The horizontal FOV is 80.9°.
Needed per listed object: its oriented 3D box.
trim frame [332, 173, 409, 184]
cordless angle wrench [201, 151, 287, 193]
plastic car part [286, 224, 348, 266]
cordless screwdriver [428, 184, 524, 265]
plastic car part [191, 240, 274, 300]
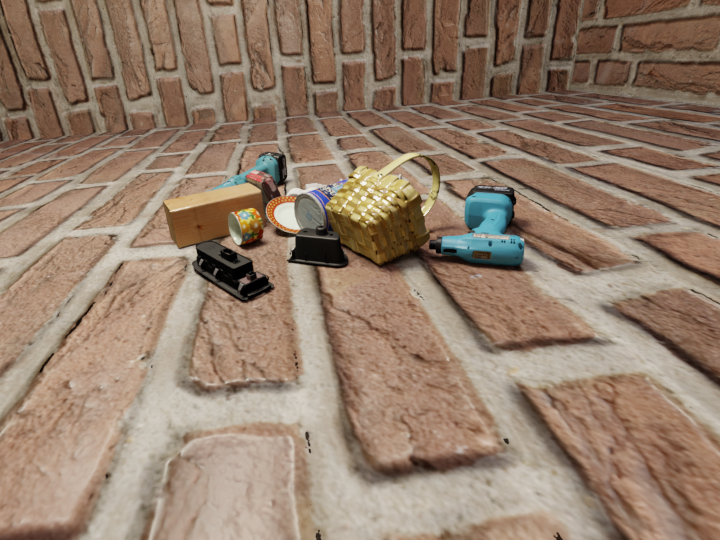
[{"bbox_3d":[0.022,-0.248,1.213,0.241,0.027,0.195,-22,33,-33],"label":"trim frame"},{"bbox_3d":[-0.346,-0.228,1.170,0.077,0.095,0.419,12,35,21],"label":"cordless angle wrench"},{"bbox_3d":[-0.079,-0.052,0.808,0.121,0.069,0.065,5,29,24],"label":"plastic car part"},{"bbox_3d":[0.230,-0.092,0.837,0.164,0.072,0.249,4,32,17],"label":"cordless screwdriver"},{"bbox_3d":[-0.247,-0.010,0.769,0.215,0.065,0.065,19,41,42],"label":"plastic car part"}]
